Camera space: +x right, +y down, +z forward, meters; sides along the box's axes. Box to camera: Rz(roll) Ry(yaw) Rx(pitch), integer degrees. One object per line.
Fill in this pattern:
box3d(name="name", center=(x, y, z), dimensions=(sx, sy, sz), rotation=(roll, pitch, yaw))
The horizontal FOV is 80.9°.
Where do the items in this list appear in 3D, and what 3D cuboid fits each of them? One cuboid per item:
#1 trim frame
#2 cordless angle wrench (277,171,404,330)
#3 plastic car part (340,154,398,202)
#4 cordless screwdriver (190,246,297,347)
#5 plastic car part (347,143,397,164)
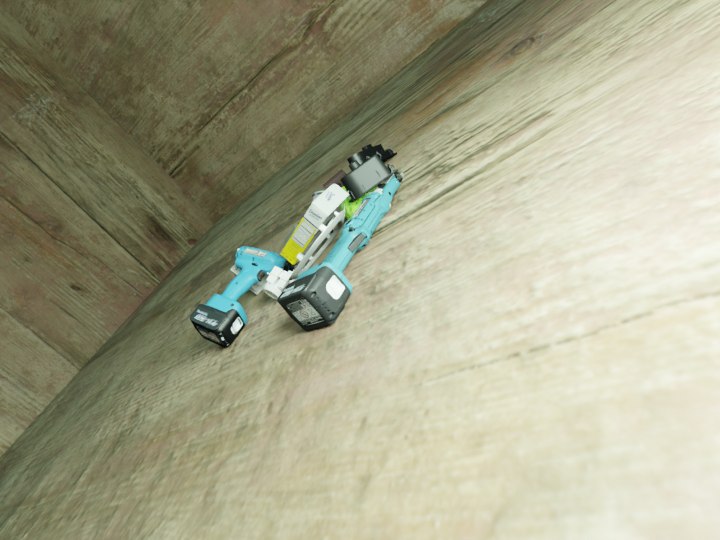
box3d(name="trim frame", center=(-0.083, -0.054, 0.850), dimensions=(0.184, 0.028, 0.247), rotation=(-50, 0, 1))
box3d(name="cordless angle wrench", center=(-0.006, -0.070, 0.796), dimensions=(0.101, 0.072, 0.422), rotation=(-23, 26, 43))
box3d(name="plastic car part", center=(0.009, -0.203, 0.891), dimensions=(0.116, 0.070, 0.067), rotation=(-33, 10, -1))
box3d(name="cordless screwdriver", center=(-0.258, 0.052, 0.958), dimensions=(0.165, 0.071, 0.250), rotation=(10, 52, 21))
box3d(name="plastic car part", center=(0.024, -0.294, 1.104), dimensions=(0.069, 0.066, 0.200), rotation=(-16, 18, 35))
